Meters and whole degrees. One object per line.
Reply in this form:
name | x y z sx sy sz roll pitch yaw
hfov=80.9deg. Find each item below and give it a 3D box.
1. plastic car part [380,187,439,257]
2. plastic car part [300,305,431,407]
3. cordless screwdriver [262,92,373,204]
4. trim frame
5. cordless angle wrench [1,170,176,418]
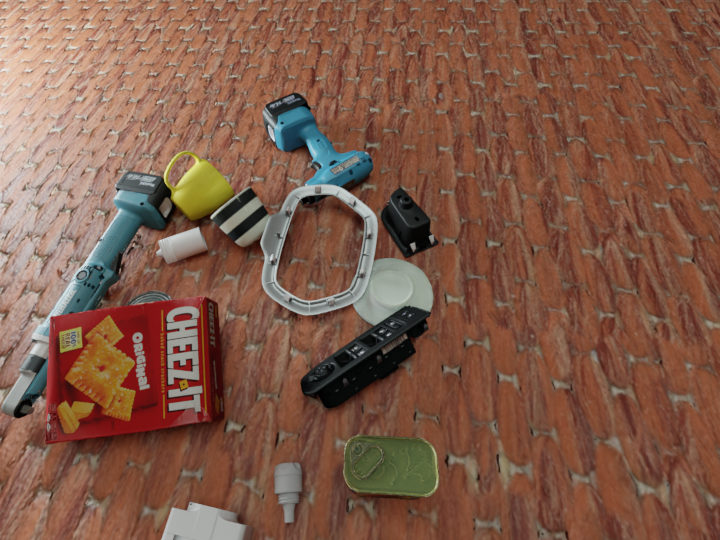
plastic car part | 0.078 -0.093 0.719 0.065 0.069 0.122 -22 61 -14
plastic car part | 0.009 0.122 0.585 0.200 0.065 0.069 -27 20 -17
cordless screwdriver | -0.111 -0.237 0.833 0.157 0.072 0.260 -34 64 -18
trim frame | -0.068 -0.044 0.692 0.186 0.027 0.252 11 63 4
cordless angle wrench | -0.436 0.020 0.687 0.100 0.072 0.429 9 59 9
